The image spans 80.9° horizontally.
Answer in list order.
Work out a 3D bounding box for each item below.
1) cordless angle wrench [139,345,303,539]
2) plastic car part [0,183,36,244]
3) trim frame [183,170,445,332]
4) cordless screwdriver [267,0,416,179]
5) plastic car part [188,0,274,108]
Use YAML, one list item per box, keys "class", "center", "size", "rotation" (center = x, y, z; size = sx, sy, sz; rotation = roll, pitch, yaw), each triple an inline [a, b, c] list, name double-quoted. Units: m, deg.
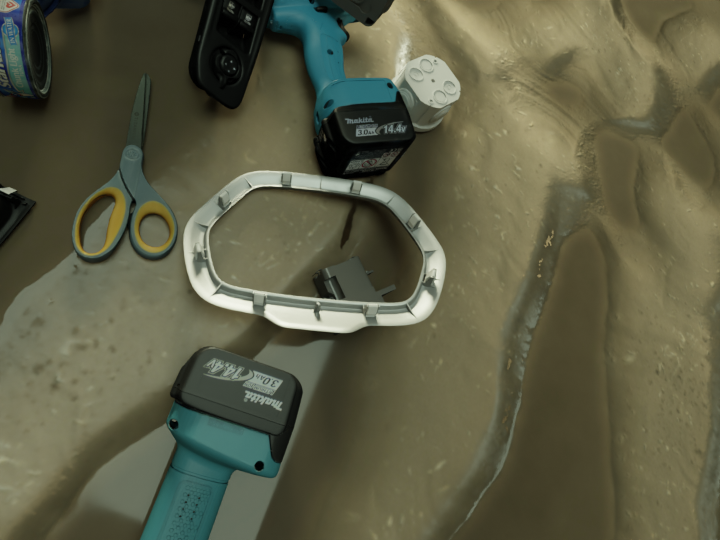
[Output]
- class: "cordless angle wrench"
  center: [-0.151, 0.266, 0.279]
  size: [0.096, 0.075, 0.427]
  rotation: [21, 70, -12]
- class: "plastic car part"
  center: [-0.323, -0.033, 0.320]
  size: [0.065, 0.071, 0.117]
  rotation: [26, 64, -10]
- class: "trim frame"
  center: [-0.039, -0.025, 0.397]
  size: [0.246, 0.027, 0.189]
  rotation: [7, 55, -7]
- class: "cordless screwdriver"
  center: [-0.010, -0.233, 0.486]
  size: [0.155, 0.075, 0.254]
  rotation: [-16, 75, -22]
- class: "plastic car part"
  center: [-0.135, -0.270, 0.437]
  size: [0.063, 0.070, 0.203]
  rotation: [17, 83, -56]
